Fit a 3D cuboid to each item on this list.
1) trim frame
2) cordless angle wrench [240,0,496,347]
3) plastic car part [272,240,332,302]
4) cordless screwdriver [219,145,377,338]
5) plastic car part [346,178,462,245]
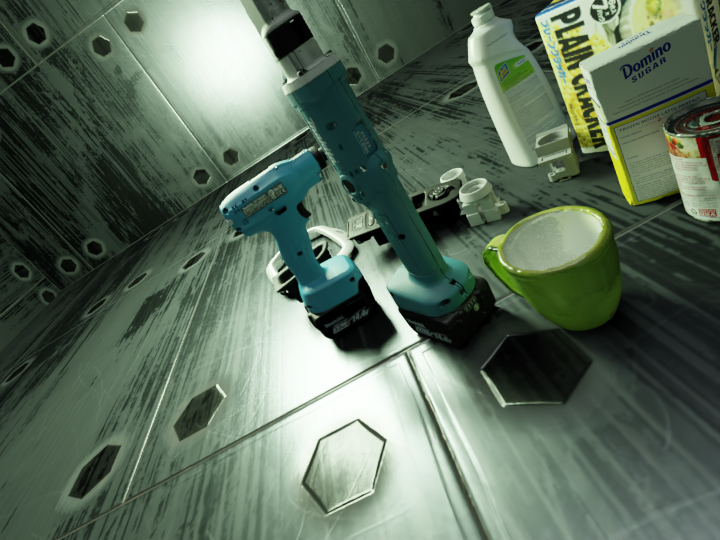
[{"bbox_3d":[-0.105,-0.030,0.861,0.183,0.026,0.260,-39,27,-9],"label":"trim frame"},{"bbox_3d":[0.006,-0.098,0.423,0.074,0.407,0.102,-43,24,-21],"label":"cordless angle wrench"},{"bbox_3d":[-0.084,0.011,0.723,0.116,0.068,0.069,-35,24,-2],"label":"plastic car part"},{"bbox_3d":[-0.057,-0.037,0.581,0.159,0.239,0.077,-34,23,0],"label":"cordless screwdriver"},{"bbox_3d":[0.078,-0.088,0.706,0.207,0.064,0.067,-23,27,22],"label":"plastic car part"}]
